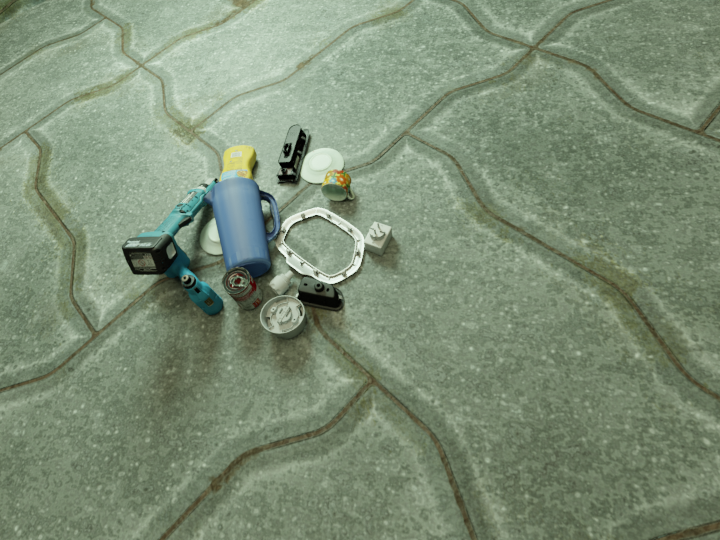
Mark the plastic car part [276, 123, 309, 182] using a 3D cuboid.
[{"bbox_3d":[-0.202,-0.351,1.235,0.069,0.063,0.206,-4,56,25],"label":"plastic car part"}]

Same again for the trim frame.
[{"bbox_3d":[-0.105,-0.069,1.072,0.260,0.026,0.183,36,74,25],"label":"trim frame"}]

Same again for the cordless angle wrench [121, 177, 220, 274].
[{"bbox_3d":[-0.455,-0.143,1.085,0.099,0.072,0.431,-2,35,7],"label":"cordless angle wrench"}]

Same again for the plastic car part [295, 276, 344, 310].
[{"bbox_3d":[-0.097,0.048,0.979,0.121,0.068,0.066,11,65,20],"label":"plastic car part"}]

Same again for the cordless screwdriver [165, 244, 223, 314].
[{"bbox_3d":[-0.442,-0.002,1.033,0.074,0.152,0.261,-44,61,-15],"label":"cordless screwdriver"}]
